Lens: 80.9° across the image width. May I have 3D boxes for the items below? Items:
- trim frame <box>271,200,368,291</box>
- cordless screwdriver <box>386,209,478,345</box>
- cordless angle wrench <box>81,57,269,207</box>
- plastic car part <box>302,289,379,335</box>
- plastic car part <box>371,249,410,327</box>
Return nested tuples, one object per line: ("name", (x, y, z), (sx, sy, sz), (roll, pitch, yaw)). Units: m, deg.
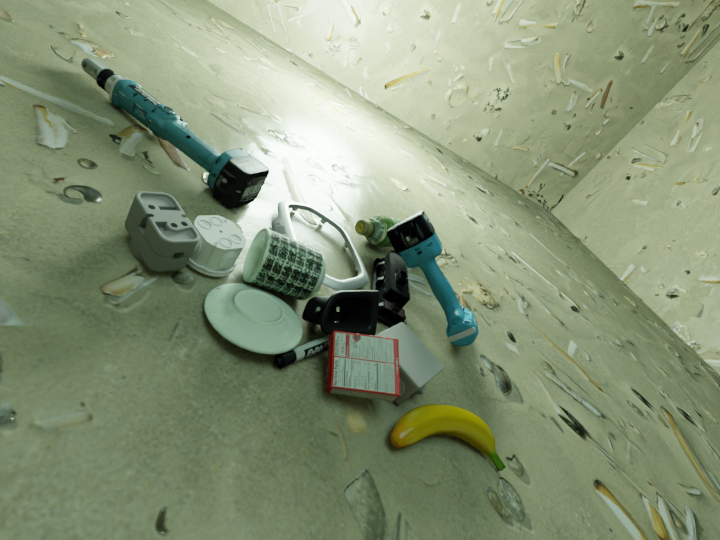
("trim frame", (-0.076, -0.049, 0.774), (0.175, 0.027, 0.260), (17, 34, -33))
("cordless screwdriver", (0.146, 0.011, 0.802), (0.251, 0.075, 0.155), (62, 17, 3))
("cordless angle wrench", (-0.356, -0.269, 0.770), (0.431, 0.074, 0.096), (37, 27, 10))
("plastic car part", (-0.035, 0.057, 0.603), (0.074, 0.066, 0.110), (2, -4, 45))
("plastic car part", (0.057, 0.021, 0.773), (0.065, 0.067, 0.207), (23, 26, -10))
